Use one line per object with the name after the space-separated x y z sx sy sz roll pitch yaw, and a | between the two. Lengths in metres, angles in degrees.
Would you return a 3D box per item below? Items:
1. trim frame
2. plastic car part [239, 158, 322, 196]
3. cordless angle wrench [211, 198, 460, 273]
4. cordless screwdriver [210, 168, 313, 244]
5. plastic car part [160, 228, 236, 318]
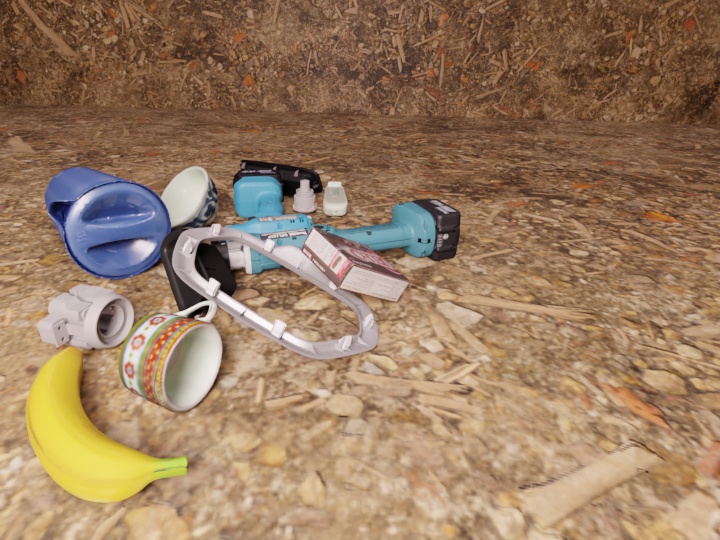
-0.090 0.013 0.465 0.254 0.027 0.181 28 21 9 | trim frame
-0.185 -0.202 0.949 0.209 0.064 0.067 9 36 15 | plastic car part
-0.060 -0.040 0.619 0.414 0.072 0.102 -9 27 -15 | cordless angle wrench
-0.189 -0.106 0.743 0.155 0.072 0.261 -8 31 -18 | cordless screwdriver
-0.189 0.001 0.512 0.067 0.066 0.122 13 34 -48 | plastic car part
